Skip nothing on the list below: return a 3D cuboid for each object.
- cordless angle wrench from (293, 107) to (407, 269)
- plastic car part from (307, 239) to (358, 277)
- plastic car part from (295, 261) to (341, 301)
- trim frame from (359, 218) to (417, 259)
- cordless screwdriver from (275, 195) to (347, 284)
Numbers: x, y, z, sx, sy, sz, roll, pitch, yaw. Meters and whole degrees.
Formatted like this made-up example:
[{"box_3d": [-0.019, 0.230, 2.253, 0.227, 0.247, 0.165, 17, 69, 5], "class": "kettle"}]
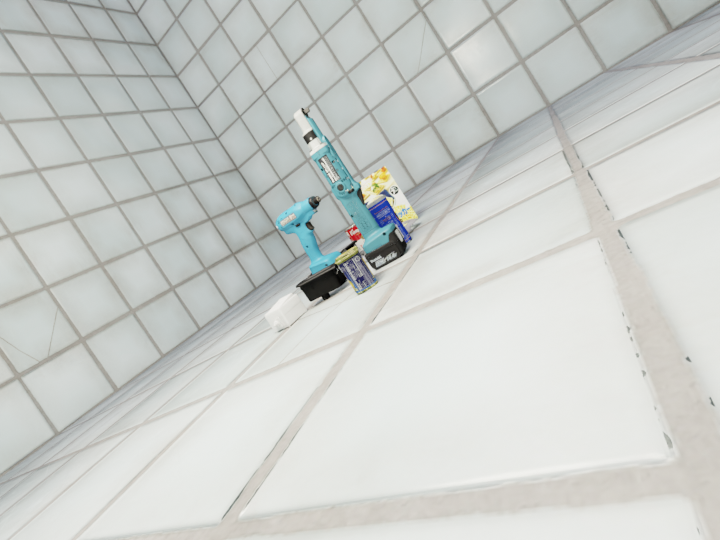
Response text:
[{"box_3d": [-0.038, -0.203, 1.019, 0.100, 0.421, 0.073, -32, 3, 23], "class": "cordless angle wrench"}, {"box_3d": [-0.083, -0.013, 1.307, 0.201, 0.066, 0.067, -35, 6, -15], "class": "plastic car part"}, {"box_3d": [-0.095, 0.036, 1.056, 0.117, 0.070, 0.066, -32, 5, 11], "class": "plastic car part"}, {"box_3d": [0.077, -0.090, 1.293, 0.244, 0.027, 0.189, -38, 10, -33], "class": "trim frame"}, {"box_3d": [-0.111, -0.073, 1.134, 0.163, 0.247, 0.073, -29, 4, 39], "class": "cordless screwdriver"}]
